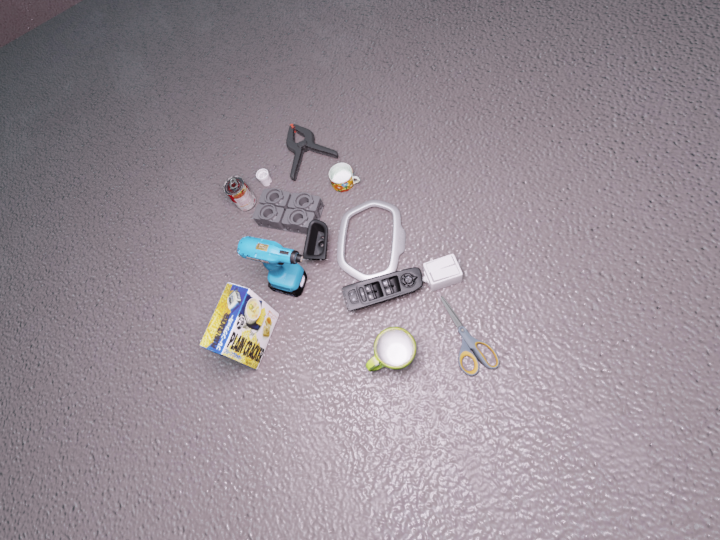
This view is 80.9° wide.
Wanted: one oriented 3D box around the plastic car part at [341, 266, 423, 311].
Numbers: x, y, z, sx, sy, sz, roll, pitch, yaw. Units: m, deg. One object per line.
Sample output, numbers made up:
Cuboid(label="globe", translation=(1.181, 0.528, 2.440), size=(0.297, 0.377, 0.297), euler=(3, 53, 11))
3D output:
Cuboid(label="plastic car part", translation=(0.060, 0.050, 1.067), size=(0.204, 0.064, 0.069), euler=(-19, 64, 6))

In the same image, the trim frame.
Cuboid(label="trim frame", translation=(0.029, -0.084, 1.159), size=(0.189, 0.026, 0.253), euler=(0, 66, 15))

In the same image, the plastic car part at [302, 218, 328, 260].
Cuboid(label="plastic car part", translation=(-0.114, -0.075, 1.169), size=(0.068, 0.068, 0.118), euler=(1, 67, 13))

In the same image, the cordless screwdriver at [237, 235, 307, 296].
Cuboid(label="cordless screwdriver", translation=(-0.191, -0.005, 1.061), size=(0.164, 0.238, 0.075), euler=(12, 70, 17))
